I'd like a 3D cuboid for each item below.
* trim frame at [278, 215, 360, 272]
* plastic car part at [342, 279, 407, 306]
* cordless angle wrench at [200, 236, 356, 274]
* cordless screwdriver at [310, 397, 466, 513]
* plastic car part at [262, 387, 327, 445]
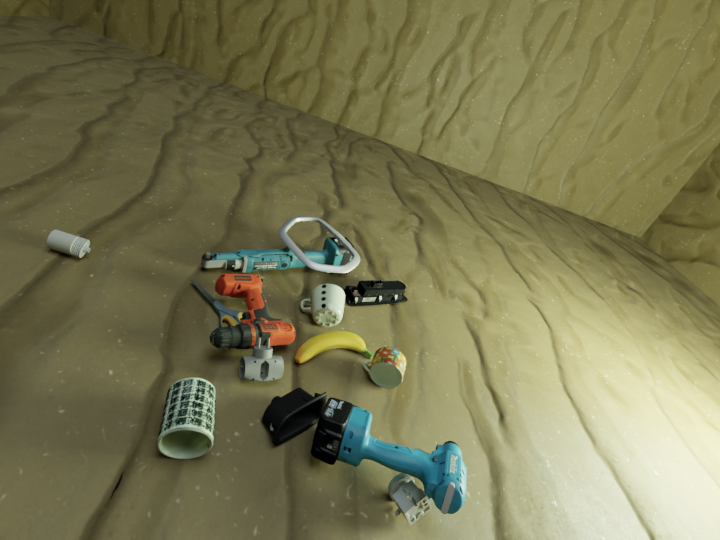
[{"bbox_3d":[-0.110,-0.072,1.129,0.178,0.027,0.262,-20,48,-36],"label":"trim frame"},{"bbox_3d":[0.048,0.055,1.169,0.194,0.066,0.070,4,28,-32],"label":"plastic car part"},{"bbox_3d":[-0.211,-0.032,1.127,0.406,0.096,0.078,-4,39,-29],"label":"cordless angle wrench"},{"bbox_3d":[0.051,0.295,0.714,0.257,0.074,0.155,16,9,16],"label":"cordless screwdriver"},{"bbox_3d":[-0.126,0.249,0.755,0.112,0.065,0.075,-14,31,-41],"label":"plastic car part"}]
